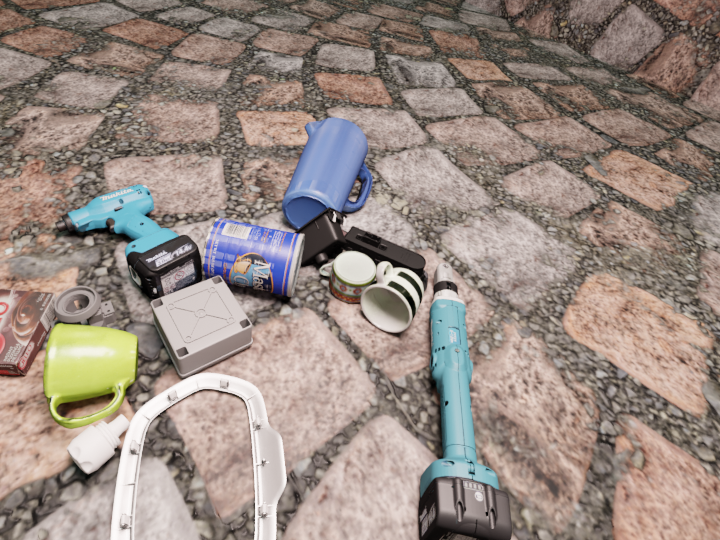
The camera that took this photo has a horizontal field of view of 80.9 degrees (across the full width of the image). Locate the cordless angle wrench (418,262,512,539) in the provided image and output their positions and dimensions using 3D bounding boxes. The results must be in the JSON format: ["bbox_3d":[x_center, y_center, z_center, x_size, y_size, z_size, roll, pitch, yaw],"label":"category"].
[{"bbox_3d":[0.125,0.135,0.587,0.075,0.095,0.432,9,42,0],"label":"cordless angle wrench"}]

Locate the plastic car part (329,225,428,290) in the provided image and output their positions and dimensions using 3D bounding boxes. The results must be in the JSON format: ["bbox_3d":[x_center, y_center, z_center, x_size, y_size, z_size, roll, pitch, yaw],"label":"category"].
[{"bbox_3d":[0.032,-0.031,0.752,0.208,0.066,0.066,27,39,12],"label":"plastic car part"}]

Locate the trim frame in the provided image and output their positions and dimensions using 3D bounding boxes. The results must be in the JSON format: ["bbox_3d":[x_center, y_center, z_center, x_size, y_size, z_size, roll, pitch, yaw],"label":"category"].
[{"bbox_3d":[-0.179,0.229,0.481,0.180,0.027,0.259,-3,45,-14],"label":"trim frame"}]

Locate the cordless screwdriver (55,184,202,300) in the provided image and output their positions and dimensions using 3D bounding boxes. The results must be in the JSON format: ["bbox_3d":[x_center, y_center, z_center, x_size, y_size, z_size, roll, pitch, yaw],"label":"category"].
[{"bbox_3d":[-0.376,-0.048,0.688,0.155,0.072,0.262,-30,54,-33],"label":"cordless screwdriver"}]

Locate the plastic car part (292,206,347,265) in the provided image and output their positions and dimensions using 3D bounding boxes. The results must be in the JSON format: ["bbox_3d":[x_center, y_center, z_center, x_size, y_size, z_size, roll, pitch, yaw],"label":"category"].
[{"bbox_3d":[-0.071,-0.047,0.731,0.063,0.118,0.074,19,41,-59],"label":"plastic car part"}]
